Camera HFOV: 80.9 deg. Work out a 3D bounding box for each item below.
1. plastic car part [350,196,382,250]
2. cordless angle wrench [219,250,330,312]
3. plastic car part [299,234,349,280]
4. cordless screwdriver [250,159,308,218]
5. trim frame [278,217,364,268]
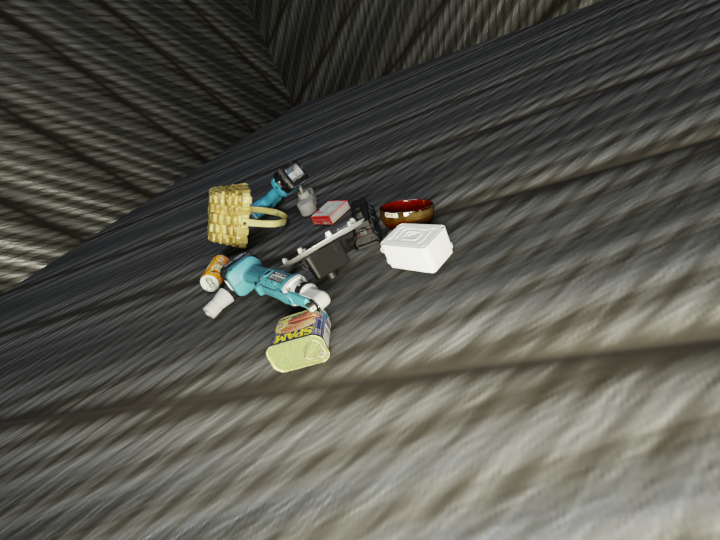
[{"bbox_3d":[0.003,-0.124,1.024,0.067,0.064,0.208,-28,25,13],"label":"plastic car part"},{"bbox_3d":[-0.180,0.026,0.873,0.097,0.072,0.444,-40,26,-23],"label":"cordless angle wrench"},{"bbox_3d":[-0.070,-0.016,0.895,0.114,0.071,0.067,-35,1,-34],"label":"plastic car part"},{"bbox_3d":[-0.262,-0.269,1.397,0.254,0.074,0.157,-31,10,46],"label":"cordless screwdriver"},{"bbox_3d":[-0.092,-0.060,0.942,0.179,0.027,0.254,-32,3,-37],"label":"trim frame"}]
